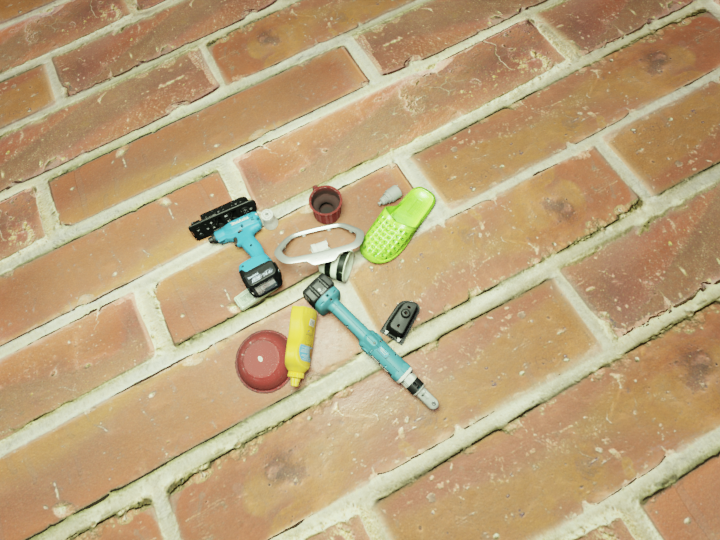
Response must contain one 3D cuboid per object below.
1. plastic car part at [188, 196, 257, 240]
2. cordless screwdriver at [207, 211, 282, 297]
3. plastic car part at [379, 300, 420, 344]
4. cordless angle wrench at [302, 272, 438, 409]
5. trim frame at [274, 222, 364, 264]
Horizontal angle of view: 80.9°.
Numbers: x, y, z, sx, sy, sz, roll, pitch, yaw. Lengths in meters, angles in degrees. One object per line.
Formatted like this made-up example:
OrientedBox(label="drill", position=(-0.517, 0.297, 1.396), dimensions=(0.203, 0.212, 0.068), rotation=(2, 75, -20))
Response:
OrientedBox(label="plastic car part", position=(-0.399, -0.160, 1.235), dimensions=(0.202, 0.063, 0.070), rotation=(-22, 46, -2))
OrientedBox(label="cordless screwdriver", position=(-0.319, -0.042, 1.158), dimensions=(0.158, 0.071, 0.260), rotation=(-26, 58, -5))
OrientedBox(label="plastic car part", position=(0.108, 0.121, 1.078), dimensions=(0.067, 0.069, 0.116), rotation=(30, 78, 10))
OrientedBox(label="cordless angle wrench", position=(0.028, 0.182, 1.056), dimensions=(0.435, 0.096, 0.074), rotation=(43, 75, 14))
OrientedBox(label="trim frame", position=(-0.112, -0.073, 1.141), dimensions=(0.247, 0.026, 0.191), rotation=(-13, 31, -4))
